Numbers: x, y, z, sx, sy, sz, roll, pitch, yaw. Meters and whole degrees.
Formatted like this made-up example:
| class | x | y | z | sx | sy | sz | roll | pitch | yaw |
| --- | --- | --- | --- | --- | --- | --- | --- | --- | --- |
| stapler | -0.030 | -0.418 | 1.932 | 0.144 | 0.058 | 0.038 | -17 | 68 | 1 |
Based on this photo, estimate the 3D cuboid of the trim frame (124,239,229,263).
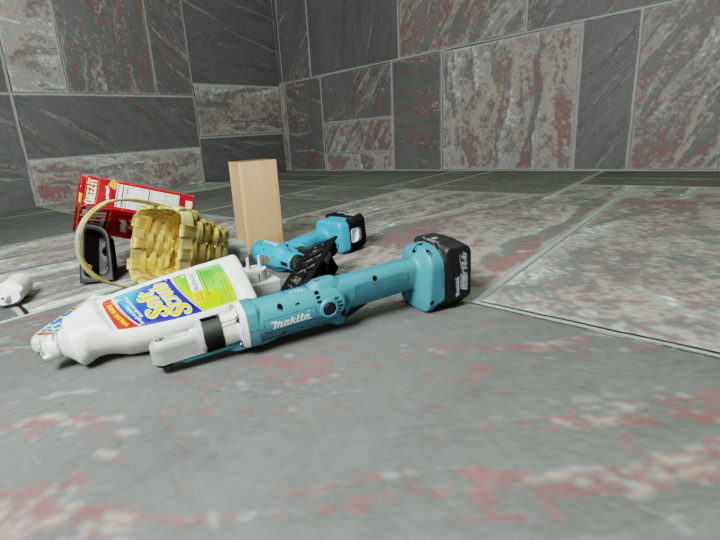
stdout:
| class | x | y | z | sx | sy | sz | roll | pitch | yaw |
| --- | --- | --- | --- | --- | --- | --- | --- | --- | --- |
| trim frame | -0.408 | -0.041 | 0.974 | 0.241 | 0.027 | 0.194 | -16 | 22 | -27 |

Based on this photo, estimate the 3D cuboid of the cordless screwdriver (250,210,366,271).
| class | x | y | z | sx | sy | sz | roll | pitch | yaw |
| --- | --- | --- | --- | --- | --- | --- | --- | --- | --- |
| cordless screwdriver | -0.086 | -0.056 | 0.875 | 0.241 | 0.073 | 0.168 | -23 | 26 | -37 |

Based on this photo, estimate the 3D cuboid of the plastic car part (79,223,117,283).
| class | x | y | z | sx | sy | sz | roll | pitch | yaw |
| --- | --- | --- | --- | --- | --- | --- | --- | --- | --- |
| plastic car part | -0.524 | -0.033 | 0.859 | 0.065 | 0.118 | 0.071 | -6 | -8 | -6 |

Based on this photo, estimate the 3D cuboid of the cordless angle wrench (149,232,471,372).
| class | x | y | z | sx | sy | sz | roll | pitch | yaw |
| --- | --- | --- | --- | --- | --- | --- | --- | --- | --- |
| cordless angle wrench | -0.049 | 0.040 | 0.544 | 0.412 | 0.096 | 0.078 | -15 | 22 | -21 |

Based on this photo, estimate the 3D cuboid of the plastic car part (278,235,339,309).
| class | x | y | z | sx | sy | sz | roll | pitch | yaw |
| --- | --- | --- | --- | --- | --- | --- | --- | --- | --- |
| plastic car part | -0.075 | 0.009 | 0.673 | 0.068 | 0.066 | 0.202 | -19 | 14 | 17 |
